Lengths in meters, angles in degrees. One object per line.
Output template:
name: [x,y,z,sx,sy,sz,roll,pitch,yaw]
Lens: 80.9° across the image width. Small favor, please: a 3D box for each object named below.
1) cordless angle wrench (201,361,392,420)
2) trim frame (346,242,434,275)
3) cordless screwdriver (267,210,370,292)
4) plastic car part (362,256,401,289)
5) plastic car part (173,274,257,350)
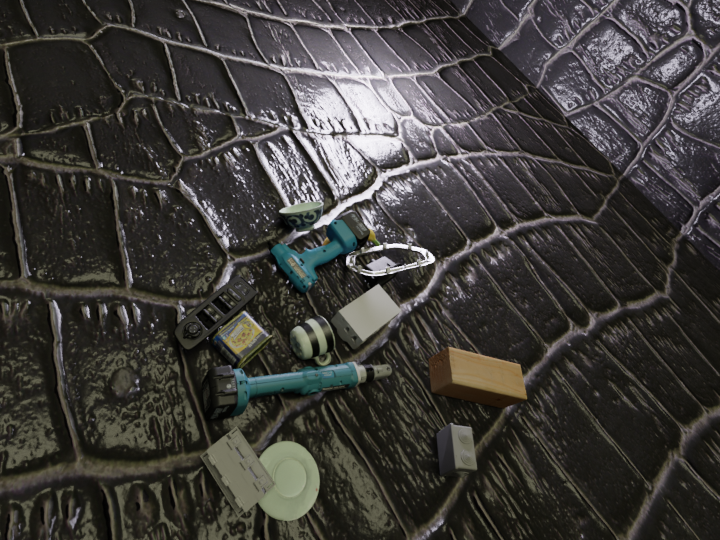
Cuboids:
cordless angle wrench: [-0.108,0.231,0.881,0.406,0.098,0.077,0,54,-29]
trim frame: [0.078,-0.033,1.135,0.241,0.027,0.194,-11,27,-24]
cordless screwdriver: [-0.107,-0.070,1.091,0.245,0.073,0.163,-37,76,-23]
plastic car part: [0.049,-0.001,1.152,0.074,0.065,0.113,38,44,22]
plastic car part: [-0.313,0.093,0.898,0.066,0.068,0.200,44,45,-2]
